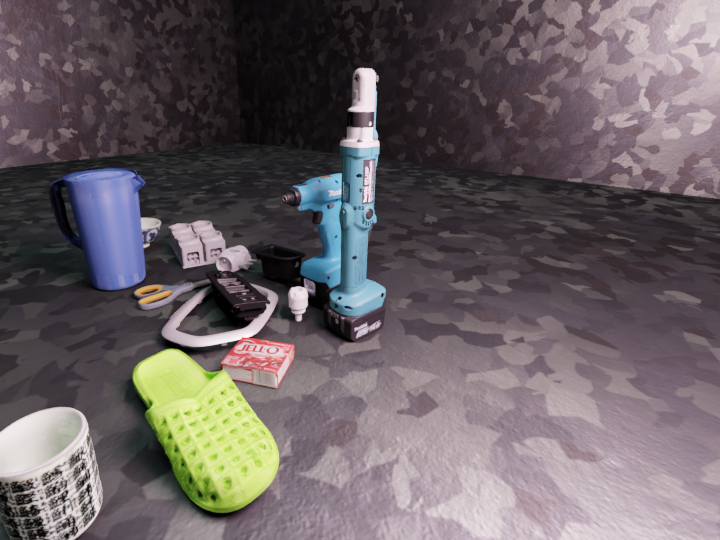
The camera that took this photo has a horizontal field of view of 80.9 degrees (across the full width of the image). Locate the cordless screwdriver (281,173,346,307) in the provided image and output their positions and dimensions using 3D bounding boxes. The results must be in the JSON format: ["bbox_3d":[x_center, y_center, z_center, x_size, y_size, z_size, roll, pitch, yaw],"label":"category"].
[{"bbox_3d":[-0.077,-0.050,0.789,0.079,0.244,0.153,20,28,39],"label":"cordless screwdriver"}]

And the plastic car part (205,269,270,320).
[{"bbox_3d":[-0.234,0.047,0.785,0.064,0.066,0.214,-12,26,-30],"label":"plastic car part"}]

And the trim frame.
[{"bbox_3d":[-0.251,0.074,0.771,0.186,0.027,0.251,2,23,5],"label":"trim frame"}]

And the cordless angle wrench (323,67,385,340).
[{"bbox_3d":[-0.004,-0.094,0.674,0.094,0.414,0.079,-16,27,-40],"label":"cordless angle wrench"}]

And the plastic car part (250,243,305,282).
[{"bbox_3d":[-0.174,-0.011,0.917,0.123,0.069,0.064,17,27,35],"label":"plastic car part"}]
